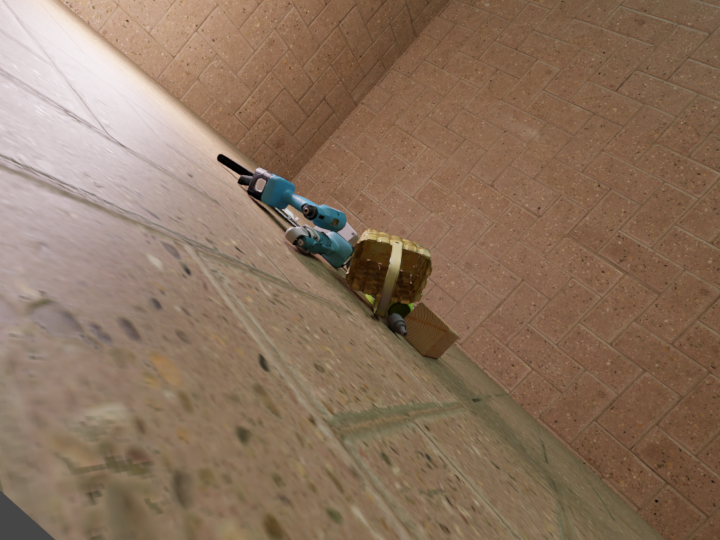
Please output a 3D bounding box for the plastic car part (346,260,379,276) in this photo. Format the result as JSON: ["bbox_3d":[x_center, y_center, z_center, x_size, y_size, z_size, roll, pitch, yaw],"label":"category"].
[{"bbox_3d":[-0.006,0.000,1.382,0.119,0.066,0.069,39,17,11],"label":"plastic car part"}]

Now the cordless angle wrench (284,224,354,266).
[{"bbox_3d":[-0.097,-0.063,0.989,0.100,0.074,0.413,42,5,8],"label":"cordless angle wrench"}]

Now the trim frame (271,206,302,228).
[{"bbox_3d":[-0.239,-0.184,1.284,0.248,0.027,0.185,40,2,-3],"label":"trim frame"}]

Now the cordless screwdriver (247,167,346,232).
[{"bbox_3d":[-0.162,-0.165,0.987,0.261,0.074,0.152,29,9,26],"label":"cordless screwdriver"}]

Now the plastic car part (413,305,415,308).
[{"bbox_3d":[0.163,0.153,1.248,0.198,0.066,0.069,41,-6,-14],"label":"plastic car part"}]
